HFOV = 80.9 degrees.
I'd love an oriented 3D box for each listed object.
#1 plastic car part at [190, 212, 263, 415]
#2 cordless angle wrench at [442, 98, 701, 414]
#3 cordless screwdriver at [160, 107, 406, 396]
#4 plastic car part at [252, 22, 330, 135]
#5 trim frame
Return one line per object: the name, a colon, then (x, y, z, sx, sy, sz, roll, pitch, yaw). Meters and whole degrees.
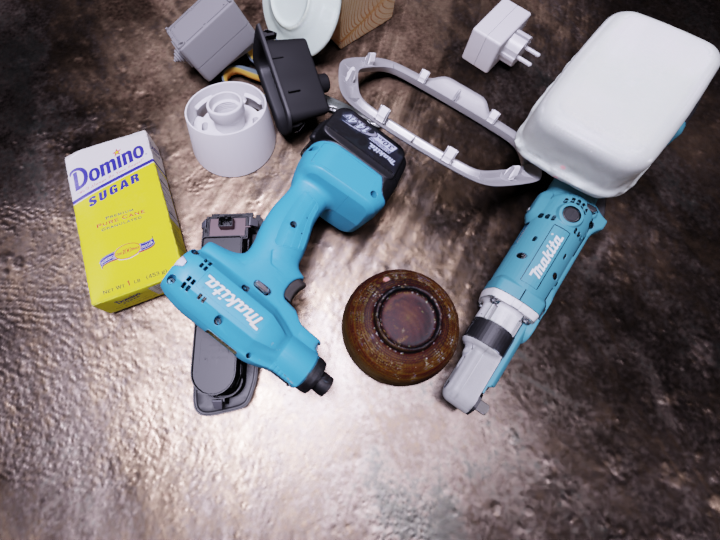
plastic car part: (-0.129, 0.032, 0.407, 0.066, 0.066, 0.206, 0, 74, -8)
cordless angle wrench: (0.202, -0.047, 0.426, 0.100, 0.073, 0.422, 34, 77, 10)
cordless screwdriver: (-0.038, -0.025, 0.390, 0.158, 0.075, 0.248, 38, 62, -5)
plastic car part: (-0.072, -0.212, 0.477, 0.070, 0.066, 0.117, -21, 86, -16)
trim frame: (0.085, -0.170, 0.456, 0.254, 0.027, 0.182, 33, 44, 11)
